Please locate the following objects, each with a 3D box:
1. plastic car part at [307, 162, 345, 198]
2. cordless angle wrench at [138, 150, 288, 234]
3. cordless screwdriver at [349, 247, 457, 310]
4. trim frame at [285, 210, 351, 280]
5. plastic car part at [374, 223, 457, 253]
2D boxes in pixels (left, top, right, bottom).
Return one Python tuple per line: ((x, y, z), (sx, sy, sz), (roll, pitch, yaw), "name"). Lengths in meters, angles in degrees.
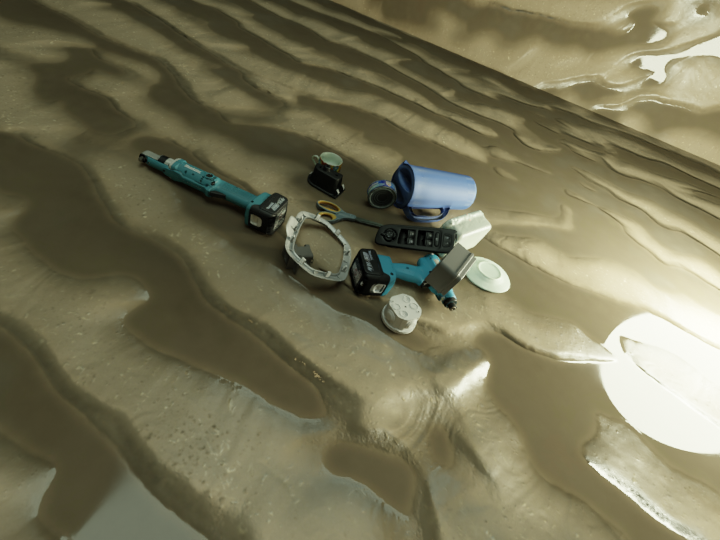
((-0.099, -0.274, 1.242), (0.119, 0.070, 0.065), (32, 42, 9), "plastic car part")
((-0.391, -0.221, 1.093), (0.432, 0.073, 0.097), (25, 43, 11), "cordless angle wrench")
((0.107, 0.026, 1.004), (0.240, 0.073, 0.166), (2, 45, -22), "cordless screwdriver")
((-0.099, -0.065, 1.013), (0.181, 0.028, 0.253), (30, 32, -12), "trim frame")
((0.141, -0.080, 1.097), (0.207, 0.065, 0.067), (8, 81, 11), "plastic car part")
